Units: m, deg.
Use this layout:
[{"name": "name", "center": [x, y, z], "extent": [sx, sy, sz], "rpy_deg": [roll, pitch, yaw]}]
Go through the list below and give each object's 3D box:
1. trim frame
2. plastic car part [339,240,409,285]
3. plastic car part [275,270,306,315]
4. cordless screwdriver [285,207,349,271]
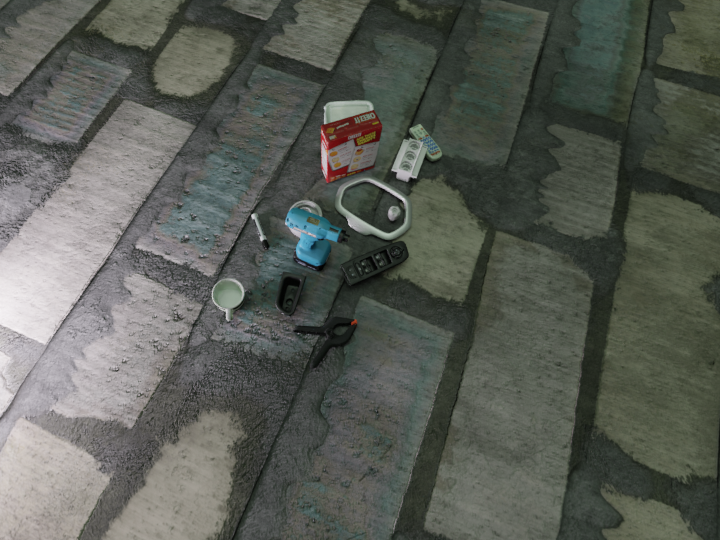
[{"name": "trim frame", "center": [0.040, -0.192, 1.281], "extent": [0.255, 0.027, 0.184], "rpy_deg": [32, 71, 13]}, {"name": "plastic car part", "center": [0.043, -0.018, 1.187], "extent": [0.201, 0.065, 0.068], "rpy_deg": [-25, 71, -9]}, {"name": "plastic car part", "center": [-0.193, 0.072, 1.151], "extent": [0.066, 0.069, 0.118], "rpy_deg": [12, 68, 3]}, {"name": "cordless screwdriver", "center": [-0.109, -0.071, 1.116], "extent": [0.162, 0.244, 0.075], "rpy_deg": [23, 70, 6]}]
